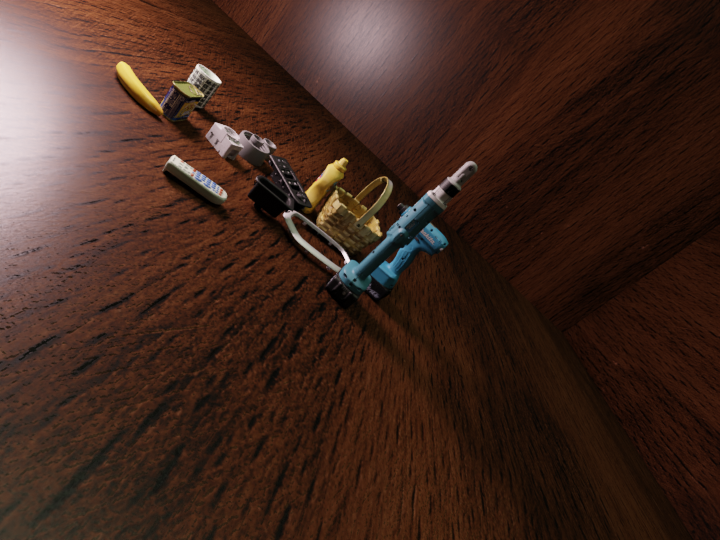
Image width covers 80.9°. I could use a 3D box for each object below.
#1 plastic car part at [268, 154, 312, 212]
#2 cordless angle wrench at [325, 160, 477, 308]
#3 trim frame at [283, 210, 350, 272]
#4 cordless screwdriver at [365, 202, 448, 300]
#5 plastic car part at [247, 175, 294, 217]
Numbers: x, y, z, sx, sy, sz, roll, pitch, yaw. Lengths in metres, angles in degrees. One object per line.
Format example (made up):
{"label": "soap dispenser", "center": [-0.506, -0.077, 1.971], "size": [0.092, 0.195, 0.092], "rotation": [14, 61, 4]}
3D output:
{"label": "plastic car part", "center": [-0.209, -0.242, 1.206], "size": [0.063, 0.067, 0.212], "rotation": [12, 38, -55]}
{"label": "cordless angle wrench", "center": [0.091, -0.082, 0.940], "size": [0.074, 0.426, 0.097], "rotation": [45, 21, -3]}
{"label": "trim frame", "center": [-0.109, -0.072, 1.119], "size": [0.239, 0.028, 0.190], "rotation": [36, 22, -21]}
{"label": "cordless screwdriver", "center": [0.088, -0.048, 1.120], "size": [0.161, 0.251, 0.073], "rotation": [48, 21, 5]}
{"label": "plastic car part", "center": [-0.227, -0.174, 1.036], "size": [0.112, 0.071, 0.068], "rotation": [35, 23, -23]}
